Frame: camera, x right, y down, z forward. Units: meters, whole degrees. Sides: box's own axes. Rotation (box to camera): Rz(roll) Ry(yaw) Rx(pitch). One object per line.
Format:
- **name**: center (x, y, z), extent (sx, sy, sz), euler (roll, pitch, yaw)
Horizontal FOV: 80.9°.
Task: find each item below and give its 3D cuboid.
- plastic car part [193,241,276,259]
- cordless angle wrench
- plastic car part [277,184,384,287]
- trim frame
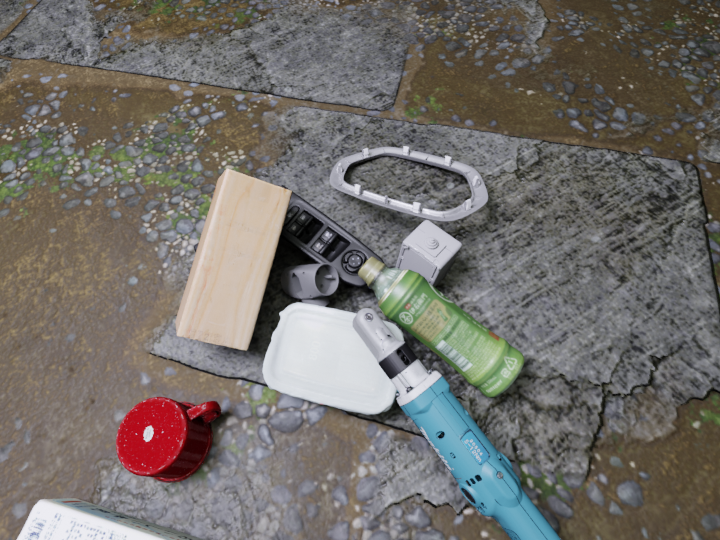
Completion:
- **plastic car part**: center (-0.194, -0.034, 0.629), extent (0.115, 0.069, 0.069), euler (-23, 63, -13)
- **cordless angle wrench**: center (0.127, 0.211, 0.428), extent (0.073, 0.097, 0.436), euler (-30, 71, -24)
- **plastic car part**: center (-0.061, -0.040, 0.623), extent (0.210, 0.065, 0.066), euler (34, 66, 18)
- **trim frame**: center (0.071, -0.143, 0.657), extent (0.260, 0.026, 0.182), euler (23, 50, 25)
